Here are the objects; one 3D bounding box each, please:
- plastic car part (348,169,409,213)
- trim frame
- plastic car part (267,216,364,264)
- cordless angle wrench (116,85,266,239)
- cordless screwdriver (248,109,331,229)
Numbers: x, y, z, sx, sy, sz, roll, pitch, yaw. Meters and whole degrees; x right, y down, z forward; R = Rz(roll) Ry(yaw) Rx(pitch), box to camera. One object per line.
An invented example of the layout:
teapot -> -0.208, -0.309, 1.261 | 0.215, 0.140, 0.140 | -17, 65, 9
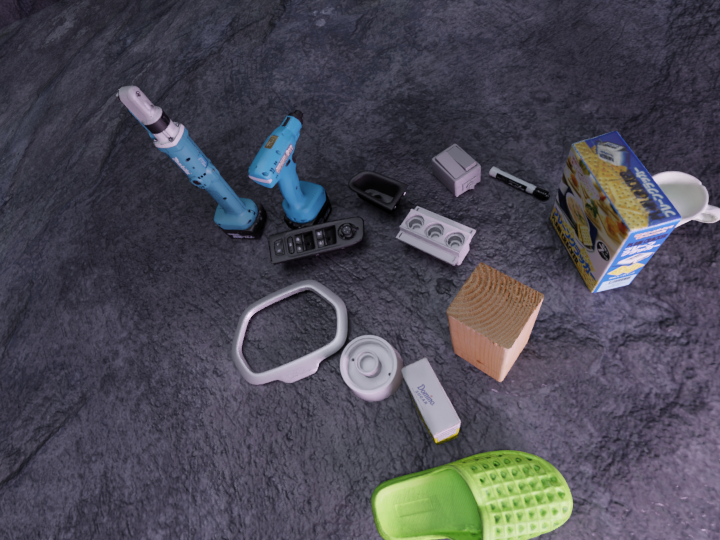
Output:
plastic car part -> 0.037, -0.158, 0.882 | 0.122, 0.067, 0.066 | 29, 75, 28
trim frame -> -0.141, 0.120, 0.823 | 0.250, 0.026, 0.192 | -25, 59, 5
plastic car part -> -0.085, -0.056, 0.873 | 0.206, 0.064, 0.068 | -15, 61, 11
cordless angle wrench -> -0.310, -0.191, 0.820 | 0.101, 0.403, 0.075 | 4, 66, 17
cordless screwdriver -> -0.125, -0.188, 0.853 | 0.077, 0.237, 0.160 | 18, 70, 22
